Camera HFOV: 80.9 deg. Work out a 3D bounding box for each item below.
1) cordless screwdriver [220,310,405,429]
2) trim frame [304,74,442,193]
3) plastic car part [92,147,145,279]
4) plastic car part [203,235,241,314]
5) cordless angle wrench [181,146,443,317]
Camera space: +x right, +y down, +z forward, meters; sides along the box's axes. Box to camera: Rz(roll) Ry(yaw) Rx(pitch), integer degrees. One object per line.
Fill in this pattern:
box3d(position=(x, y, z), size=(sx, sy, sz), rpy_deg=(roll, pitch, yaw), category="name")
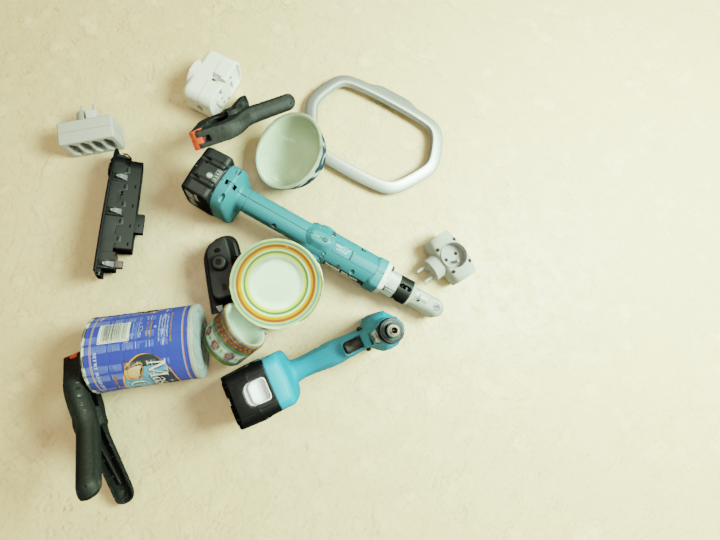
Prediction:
box3d(position=(-0.058, 0.122, 0.564), size=(0.247, 0.158, 0.075), rpy_deg=(-24, 84, -7), category="cordless screwdriver")
box3d(position=(0.020, -0.233, 0.715), size=(0.251, 0.027, 0.184), rpy_deg=(28, 79, 5), category="trim frame")
box3d(position=(-0.363, -0.090, 0.643), size=(0.065, 0.067, 0.206), rpy_deg=(0, 78, -16), category="plastic car part")
box3d(position=(-0.204, 0.000, 0.628), size=(0.065, 0.071, 0.118), rpy_deg=(-13, 83, -10), category="plastic car part")
box3d(position=(-0.062, -0.041, 0.637), size=(0.423, 0.098, 0.074), rpy_deg=(29, 75, 0), category="cordless angle wrench")
